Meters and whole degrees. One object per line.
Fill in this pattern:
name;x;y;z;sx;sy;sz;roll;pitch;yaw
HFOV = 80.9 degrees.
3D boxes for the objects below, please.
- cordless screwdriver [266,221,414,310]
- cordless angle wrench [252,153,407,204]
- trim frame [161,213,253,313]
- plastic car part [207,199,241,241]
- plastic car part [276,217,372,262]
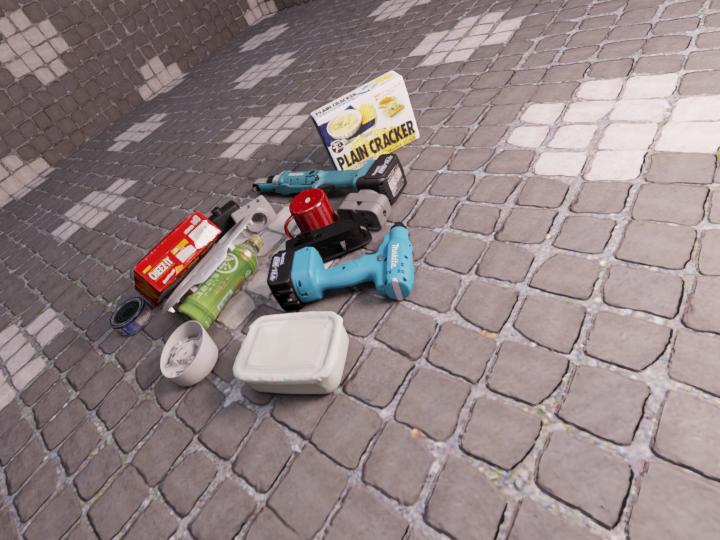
cordless screwdriver;-0.032;-0.013;0.742;0.255;0.071;0.163;-8;44;18
cordless angle wrench;-0.102;-0.206;0.986;0.445;0.071;0.098;7;51;38
trim frame;-0.285;-0.014;0.796;0.247;0.027;0.190;-49;18;-11
plastic car part;-0.330;-0.127;1.031;0.115;0.067;0.070;-39;39;-17
plastic car part;-0.080;-0.052;0.820;0.206;0.064;0.068;-17;34;10
